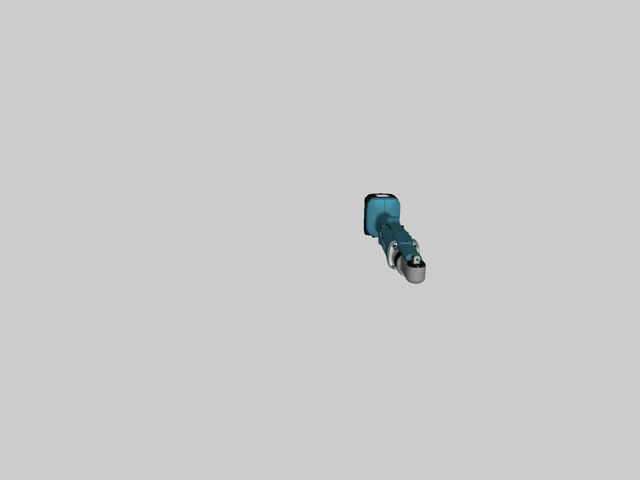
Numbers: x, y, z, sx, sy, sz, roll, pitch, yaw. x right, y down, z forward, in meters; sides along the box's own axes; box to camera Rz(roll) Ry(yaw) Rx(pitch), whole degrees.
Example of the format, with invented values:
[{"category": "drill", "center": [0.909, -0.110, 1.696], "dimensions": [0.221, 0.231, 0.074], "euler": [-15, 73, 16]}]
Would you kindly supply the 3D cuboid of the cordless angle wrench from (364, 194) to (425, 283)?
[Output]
[{"category": "cordless angle wrench", "center": [0.136, -0.006, 0.788], "dimensions": [0.074, 0.098, 0.422], "euler": [0, 16, 0]}]
